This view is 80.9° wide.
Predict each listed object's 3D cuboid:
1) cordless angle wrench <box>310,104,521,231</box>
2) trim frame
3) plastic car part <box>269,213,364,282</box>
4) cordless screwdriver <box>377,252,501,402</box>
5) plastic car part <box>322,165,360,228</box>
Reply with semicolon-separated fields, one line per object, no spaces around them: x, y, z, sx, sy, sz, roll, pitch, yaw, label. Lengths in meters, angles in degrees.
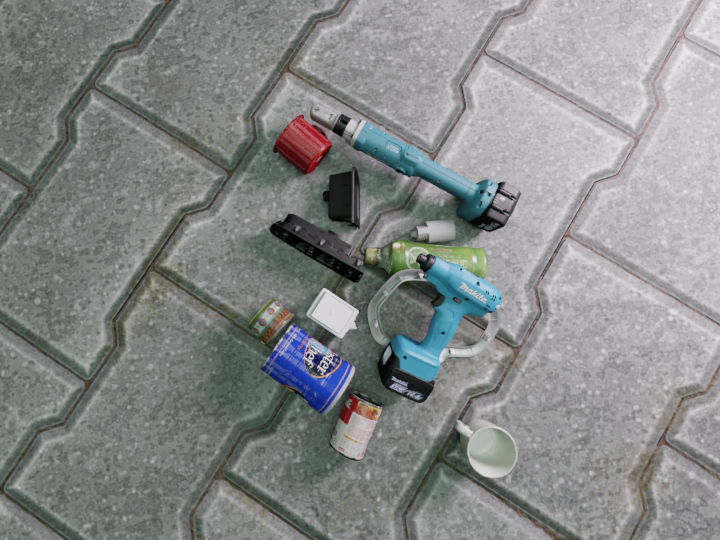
0.089;-0.210;0.810;0.425;0.097;0.074;29;83;3;cordless angle wrench
0.137;0.088;0.789;0.248;0.028;0.181;8;108;-1;trim frame
-0.080;-0.052;0.820;0.204;0.065;0.067;25;75;3;plastic car part
0.112;0.098;0.747;0.157;0.075;0.248;31;102;-7;cordless screwdriver
-0.038;-0.142;0.835;0.072;0.064;0.118;-5;80;12;plastic car part
